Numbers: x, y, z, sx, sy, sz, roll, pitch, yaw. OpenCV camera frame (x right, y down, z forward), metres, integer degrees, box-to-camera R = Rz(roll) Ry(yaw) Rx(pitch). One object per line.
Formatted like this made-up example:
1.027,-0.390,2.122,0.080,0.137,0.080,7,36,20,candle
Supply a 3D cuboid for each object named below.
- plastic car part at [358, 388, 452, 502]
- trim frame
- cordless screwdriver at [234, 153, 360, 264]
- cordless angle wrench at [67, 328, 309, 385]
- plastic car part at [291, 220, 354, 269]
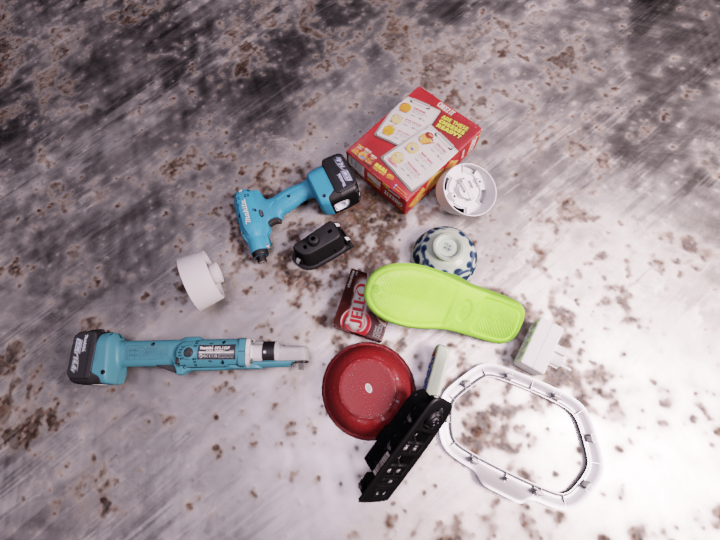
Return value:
0.063,0.260,0.643,0.203,0.063,0.070,-55,33,14,plastic car part
0.248,0.256,0.662,0.255,0.027,0.185,22,75,14,trim frame
-0.121,-0.120,0.836,0.250,0.072,0.164,-21,69,4,cordless screwdriver
-0.302,0.153,0.762,0.426,0.072,0.100,-2,70,5,cordless angle wrench
-0.079,-0.051,0.803,0.116,0.069,0.068,-32,69,-8,plastic car part
